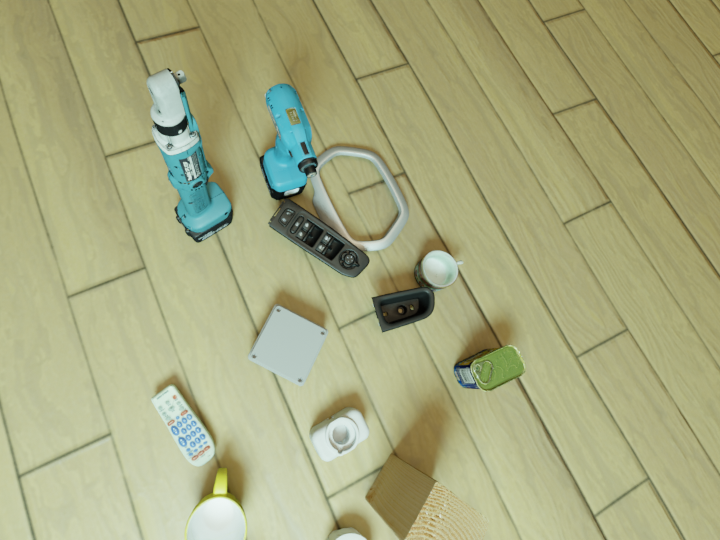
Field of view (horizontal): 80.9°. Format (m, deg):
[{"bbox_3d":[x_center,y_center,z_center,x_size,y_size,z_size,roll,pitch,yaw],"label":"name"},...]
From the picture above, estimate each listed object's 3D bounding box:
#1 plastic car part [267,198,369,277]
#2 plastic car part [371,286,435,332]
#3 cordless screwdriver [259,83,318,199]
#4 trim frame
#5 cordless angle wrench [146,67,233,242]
[{"bbox_3d":[-0.080,-0.052,0.820,0.204,0.067,0.066,33,71,2],"label":"plastic car part"},{"bbox_3d":[0.078,0.073,0.802,0.114,0.071,0.067,-13,78,-13],"label":"plastic car part"},{"bbox_3d":[-0.127,-0.196,0.763,0.073,0.249,0.162,-18,80,-17],"label":"cordless screwdriver"},{"bbox_3d":[-0.006,-0.155,0.883,0.181,0.027,0.253,-24,78,-14],"label":"trim frame"},{"bbox_3d":[-0.258,-0.151,0.639,0.097,0.423,0.075,-35,86,-19],"label":"cordless angle wrench"}]
